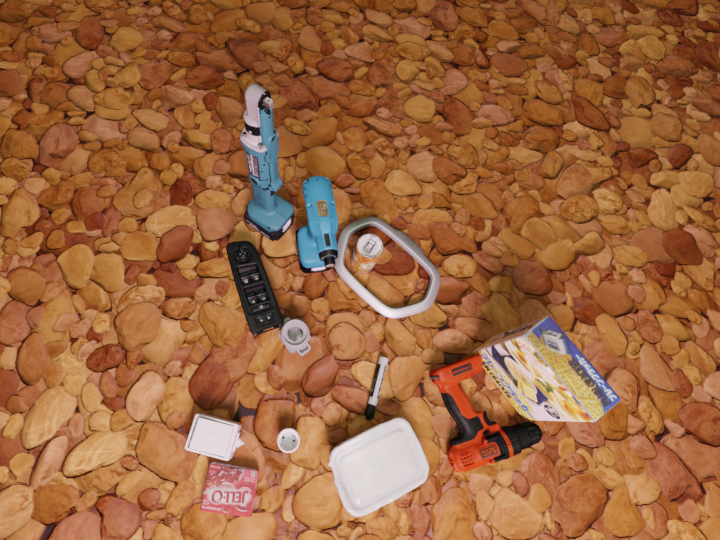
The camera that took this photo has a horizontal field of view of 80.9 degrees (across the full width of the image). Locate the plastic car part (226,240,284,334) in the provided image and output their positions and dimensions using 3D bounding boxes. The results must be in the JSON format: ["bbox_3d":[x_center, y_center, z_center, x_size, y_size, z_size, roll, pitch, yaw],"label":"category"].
[{"bbox_3d":[-0.218,0.032,0.858,0.065,0.066,0.209,-19,72,-13],"label":"plastic car part"}]

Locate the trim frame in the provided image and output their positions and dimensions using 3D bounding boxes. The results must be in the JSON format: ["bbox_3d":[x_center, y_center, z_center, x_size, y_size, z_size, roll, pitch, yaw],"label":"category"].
[{"bbox_3d":[0.056,-0.009,0.912,0.254,0.027,0.183,41,72,12],"label":"trim frame"}]

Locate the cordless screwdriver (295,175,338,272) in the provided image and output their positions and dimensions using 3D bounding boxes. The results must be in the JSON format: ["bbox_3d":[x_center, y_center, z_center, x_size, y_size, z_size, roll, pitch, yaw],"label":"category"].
[{"bbox_3d":[-0.079,-0.051,0.803,0.073,0.246,0.163,-7,72,-11],"label":"cordless screwdriver"}]

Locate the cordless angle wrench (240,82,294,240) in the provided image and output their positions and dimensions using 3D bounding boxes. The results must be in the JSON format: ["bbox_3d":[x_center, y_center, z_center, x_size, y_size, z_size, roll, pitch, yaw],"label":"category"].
[{"bbox_3d":[-0.171,-0.175,0.754,0.099,0.418,0.074,36,70,4],"label":"cordless angle wrench"}]
